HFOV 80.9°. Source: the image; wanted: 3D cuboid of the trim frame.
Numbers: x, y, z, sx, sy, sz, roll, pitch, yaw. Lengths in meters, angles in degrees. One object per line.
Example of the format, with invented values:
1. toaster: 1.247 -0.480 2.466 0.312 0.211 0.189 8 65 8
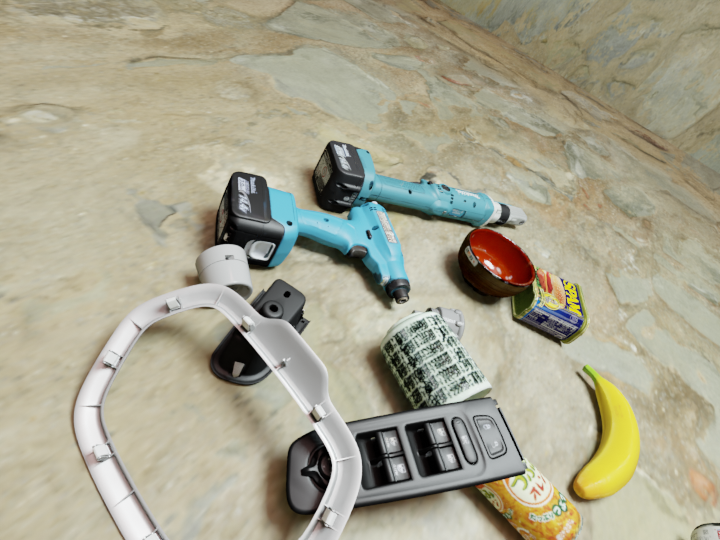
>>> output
1. trim frame: -0.113 0.118 0.332 0.182 0.027 0.258 -37 67 -20

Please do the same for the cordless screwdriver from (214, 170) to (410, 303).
1. cordless screwdriver: -0.052 -0.034 0.532 0.238 0.074 0.166 6 46 -28

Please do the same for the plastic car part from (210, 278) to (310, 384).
1. plastic car part: -0.093 0.053 0.423 0.066 0.070 0.116 32 38 2

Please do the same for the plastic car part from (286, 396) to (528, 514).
1. plastic car part: 0.032 0.161 0.367 0.198 0.066 0.069 -3 59 -17

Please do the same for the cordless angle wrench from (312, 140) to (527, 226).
1. cordless angle wrench: 0.127 -0.122 0.719 0.406 0.074 0.102 8 46 -25
